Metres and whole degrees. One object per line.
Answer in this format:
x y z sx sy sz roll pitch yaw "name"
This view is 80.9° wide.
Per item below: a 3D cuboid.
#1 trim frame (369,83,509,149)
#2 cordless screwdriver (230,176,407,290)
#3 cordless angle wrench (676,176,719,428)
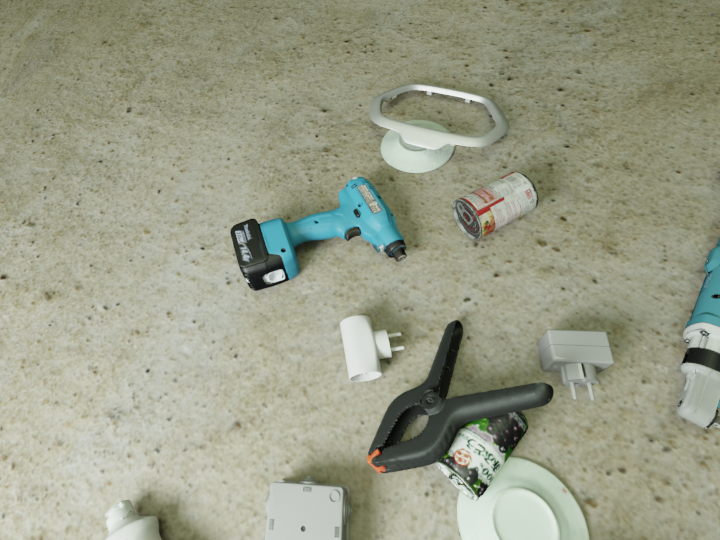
0.137 -0.281 0.761 0.256 0.027 0.184 19 53 16 "trim frame"
-0.063 -0.042 0.649 0.246 0.072 0.166 -23 59 -9 "cordless screwdriver"
0.476 0.000 0.531 0.102 0.071 0.422 27 70 22 "cordless angle wrench"
